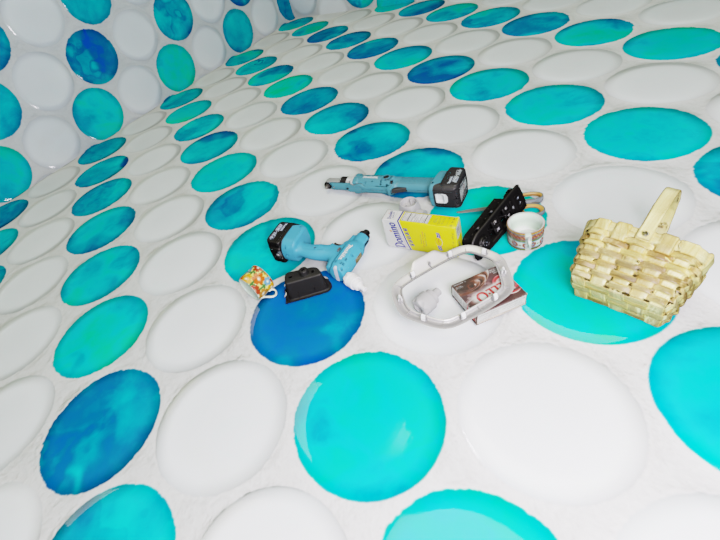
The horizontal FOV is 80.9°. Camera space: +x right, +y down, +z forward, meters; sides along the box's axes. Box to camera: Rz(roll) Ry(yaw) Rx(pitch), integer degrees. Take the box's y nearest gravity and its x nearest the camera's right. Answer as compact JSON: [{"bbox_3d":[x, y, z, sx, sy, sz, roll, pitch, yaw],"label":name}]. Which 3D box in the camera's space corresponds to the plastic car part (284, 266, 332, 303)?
[{"bbox_3d":[-0.134,0.024,1.002,0.118,0.067,0.068,-17,43,8],"label":"plastic car part"}]

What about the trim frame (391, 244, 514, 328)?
[{"bbox_3d":[0.182,0.024,0.847,0.246,0.026,0.194,-29,42,-10],"label":"trim frame"}]

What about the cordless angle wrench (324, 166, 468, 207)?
[{"bbox_3d":[0.079,-0.242,1.198,0.444,0.071,0.098,10,49,32],"label":"cordless angle wrench"}]

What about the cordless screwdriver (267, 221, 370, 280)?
[{"bbox_3d":[-0.106,-0.070,1.089,0.261,0.071,0.158,16,52,29],"label":"cordless screwdriver"}]

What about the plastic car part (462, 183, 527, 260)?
[{"bbox_3d":[0.298,-0.111,0.966,0.071,0.063,0.202,16,59,46],"label":"plastic car part"}]
